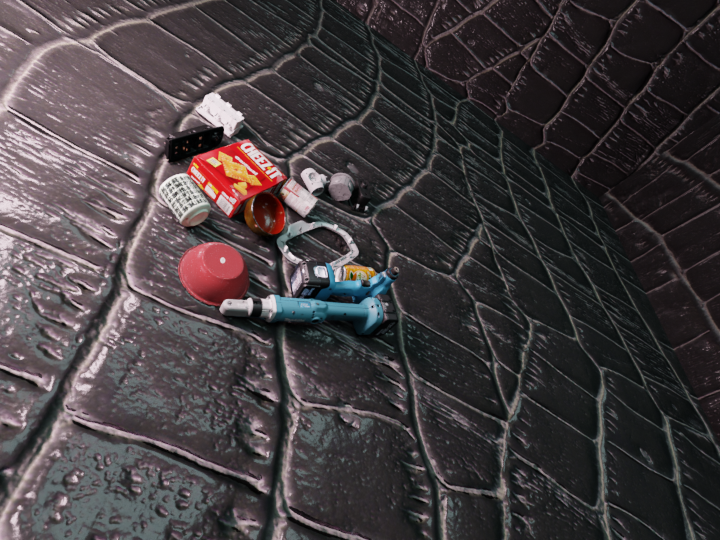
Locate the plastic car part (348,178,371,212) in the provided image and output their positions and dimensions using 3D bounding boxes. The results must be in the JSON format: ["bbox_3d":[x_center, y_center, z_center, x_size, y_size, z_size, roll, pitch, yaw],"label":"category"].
[{"bbox_3d":[-0.002,-0.254,1.375,0.063,0.072,0.121,10,52,-36],"label":"plastic car part"}]

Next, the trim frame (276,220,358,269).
[{"bbox_3d":[-0.110,-0.072,1.127,0.192,0.027,0.242,35,39,21],"label":"trim frame"}]

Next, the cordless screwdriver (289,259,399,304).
[{"bbox_3d":[-0.036,0.027,1.020,0.237,0.160,0.077,10,50,-31],"label":"cordless screwdriver"}]

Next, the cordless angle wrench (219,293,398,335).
[{"bbox_3d":[-0.108,0.094,0.960,0.404,0.098,0.077,7,49,-30],"label":"cordless angle wrench"}]

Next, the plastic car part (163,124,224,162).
[{"bbox_3d":[-0.445,-0.345,1.120,0.070,0.065,0.199,26,37,20],"label":"plastic car part"}]
